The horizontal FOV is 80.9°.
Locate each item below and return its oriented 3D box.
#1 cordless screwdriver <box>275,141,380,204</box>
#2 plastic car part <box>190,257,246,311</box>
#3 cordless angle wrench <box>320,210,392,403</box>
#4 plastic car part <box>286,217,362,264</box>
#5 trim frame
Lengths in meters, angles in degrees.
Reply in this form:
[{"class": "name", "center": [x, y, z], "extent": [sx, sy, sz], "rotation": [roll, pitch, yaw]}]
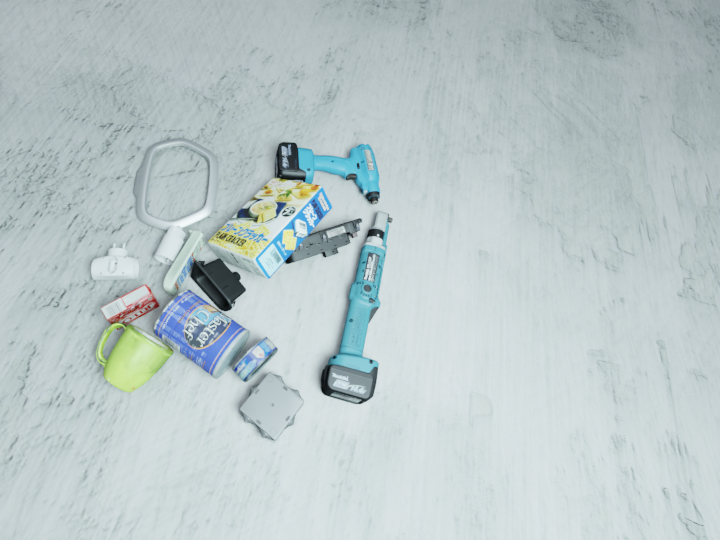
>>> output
[{"class": "cordless screwdriver", "center": [-0.074, -0.225, 0.995], "extent": [0.243, 0.074, 0.164], "rotation": [-4, 66, -15]}, {"class": "plastic car part", "center": [-0.279, 0.022, 0.854], "extent": [0.118, 0.066, 0.070], "rotation": [43, 51, 7]}, {"class": "cordless angle wrench", "center": [0.010, 0.049, 0.877], "extent": [0.097, 0.073, 0.430], "rotation": [14, 61, -4]}, {"class": "plastic car part", "center": [-0.090, -0.059, 0.922], "extent": [0.199, 0.068, 0.067], "rotation": [-15, 95, -17]}, {"class": "trim frame", "center": [-0.417, -0.199, 0.956], "extent": [0.181, 0.027, 0.255], "rotation": [0, 66, -10]}]
